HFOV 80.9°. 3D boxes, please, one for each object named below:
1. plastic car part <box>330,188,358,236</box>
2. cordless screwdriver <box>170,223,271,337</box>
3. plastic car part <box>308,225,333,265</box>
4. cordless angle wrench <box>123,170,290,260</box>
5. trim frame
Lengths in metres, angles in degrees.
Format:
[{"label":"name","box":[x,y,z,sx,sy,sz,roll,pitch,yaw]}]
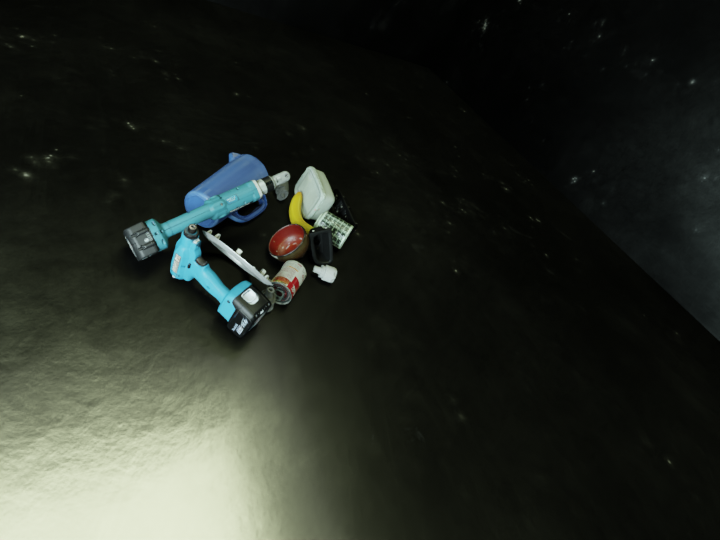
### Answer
[{"label":"plastic car part","box":[-0.052,-0.191,1.382,0.064,0.066,0.213,10,41,-39]},{"label":"cordless screwdriver","box":[-0.307,0.018,0.919,0.253,0.159,0.073,39,42,9]},{"label":"plastic car part","box":[-0.116,-0.076,1.191,0.065,0.113,0.074,-14,37,-15]},{"label":"cordless angle wrench","box":[-0.346,-0.152,1.017,0.414,0.101,0.073,-32,102,-26]},{"label":"trim frame","box":[-0.279,-0.030,0.964,0.027,0.261,0.176,-51,120,-14]}]
